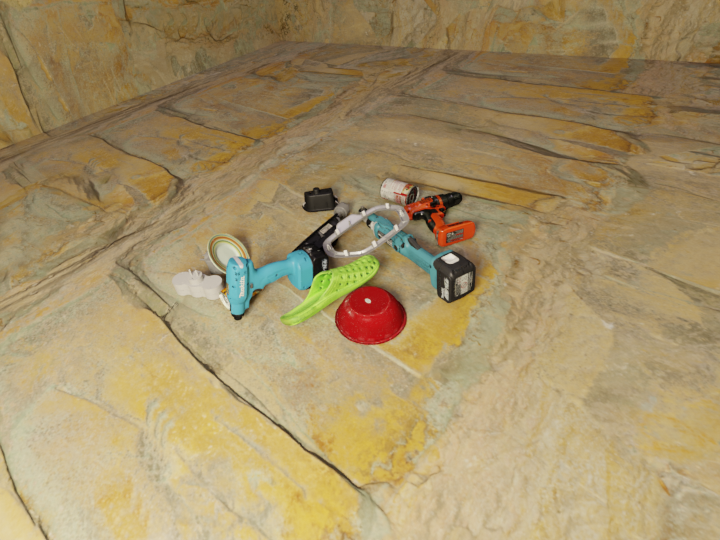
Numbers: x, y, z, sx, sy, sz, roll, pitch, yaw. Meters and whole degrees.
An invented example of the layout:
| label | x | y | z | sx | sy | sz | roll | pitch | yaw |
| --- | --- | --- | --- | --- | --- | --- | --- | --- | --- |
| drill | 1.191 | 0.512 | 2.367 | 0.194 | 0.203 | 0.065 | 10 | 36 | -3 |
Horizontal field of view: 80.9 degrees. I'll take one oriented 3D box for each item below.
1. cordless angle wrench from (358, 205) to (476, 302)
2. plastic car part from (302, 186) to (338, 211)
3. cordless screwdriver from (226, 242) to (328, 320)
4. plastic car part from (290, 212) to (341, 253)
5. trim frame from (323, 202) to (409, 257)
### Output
| label | x | y | z | sx | sy | sz | roll | pitch | yaw |
| --- | --- | --- | --- | --- | --- | --- | --- | --- | --- |
| cordless angle wrench | 0.114 | -0.069 | 1.092 | 0.073 | 0.094 | 0.447 | -24 | 38 | -21 |
| plastic car part | -0.128 | -0.228 | 1.328 | 0.116 | 0.068 | 0.068 | -5 | 38 | -2 |
| cordless screwdriver | -0.199 | 0.027 | 1.011 | 0.240 | 0.156 | 0.079 | -13 | 34 | -31 |
| plastic car part | -0.113 | -0.074 | 1.156 | 0.069 | 0.066 | 0.199 | 42 | 55 | 12 |
| trim frame | 0.013 | -0.108 | 1.101 | 0.245 | 0.026 | 0.195 | -38 | 35 | -18 |
